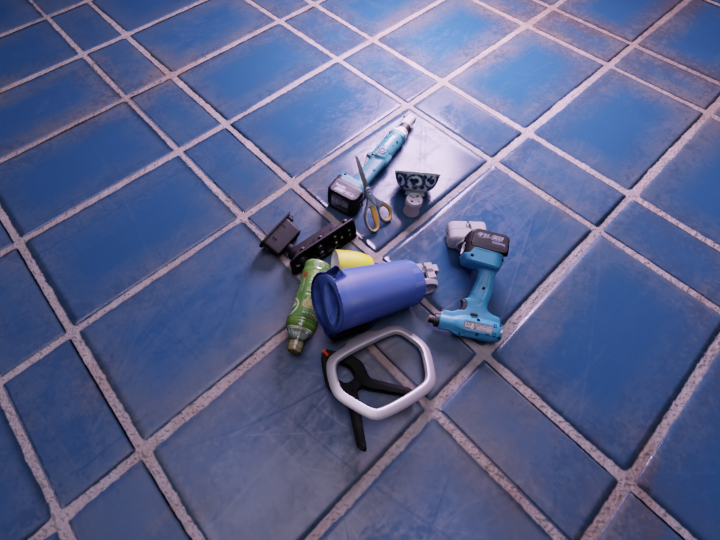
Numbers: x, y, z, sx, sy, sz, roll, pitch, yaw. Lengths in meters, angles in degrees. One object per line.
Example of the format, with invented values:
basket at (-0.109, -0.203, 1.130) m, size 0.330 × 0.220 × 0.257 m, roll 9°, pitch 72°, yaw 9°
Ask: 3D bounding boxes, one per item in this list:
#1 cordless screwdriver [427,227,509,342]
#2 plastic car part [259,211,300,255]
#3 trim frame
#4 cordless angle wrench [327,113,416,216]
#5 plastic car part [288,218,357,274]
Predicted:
cordless screwdriver at (0.251, 0.029, 0.974) m, size 0.161 × 0.073 × 0.251 m, roll 10°, pitch 76°, yaw 7°
plastic car part at (-0.198, -0.082, 1.086) m, size 0.071 × 0.066 × 0.116 m, roll 36°, pitch 68°, yaw 2°
trim frame at (0.046, 0.207, 0.893) m, size 0.242 × 0.027 × 0.193 m, roll -23°, pitch 57°, yaw -25°
cordless angle wrench at (0.056, -0.329, 1.222) m, size 0.101 × 0.072 × 0.421 m, roll 29°, pitch 61°, yaw 15°
plastic car part at (-0.105, -0.068, 1.071) m, size 0.200 × 0.064 × 0.070 m, roll -38°, pitch 58°, yaw -20°
